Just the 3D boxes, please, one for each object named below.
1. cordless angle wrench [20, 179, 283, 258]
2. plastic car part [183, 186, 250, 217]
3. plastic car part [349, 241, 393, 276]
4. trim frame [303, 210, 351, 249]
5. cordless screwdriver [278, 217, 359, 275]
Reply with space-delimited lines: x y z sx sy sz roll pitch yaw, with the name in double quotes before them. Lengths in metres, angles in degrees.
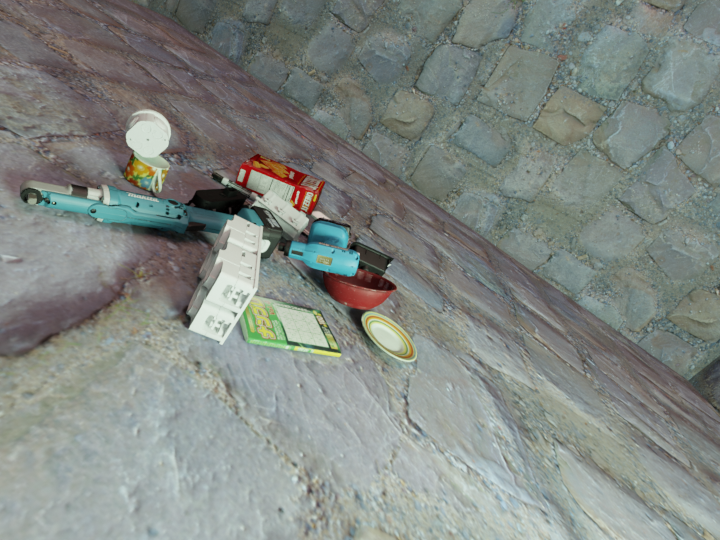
"cordless angle wrench" -0.328 -0.093 0.724 0.401 0.074 0.103 8 33 -44
"plastic car part" -0.294 -0.141 0.888 0.067 0.067 0.199 44 25 4
"plastic car part" 0.020 -0.016 1.076 0.113 0.066 0.073 25 37 -15
"trim frame" -0.124 -0.127 1.143 0.253 0.027 0.181 35 20 8
"cordless screwdriver" -0.090 -0.059 0.924 0.158 0.073 0.253 13 16 -6
